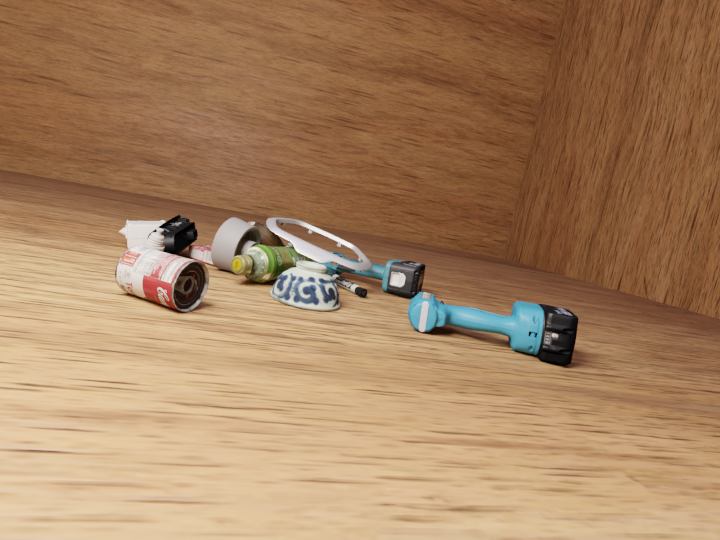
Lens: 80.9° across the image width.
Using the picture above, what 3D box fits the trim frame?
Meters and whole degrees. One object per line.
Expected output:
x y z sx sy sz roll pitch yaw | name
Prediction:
-0.089 -0.058 0.908 0.250 0.027 0.184 26 16 1 | trim frame

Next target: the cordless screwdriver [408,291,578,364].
0.207 0.079 0.705 0.255 0.074 0.156 9 7 12 | cordless screwdriver

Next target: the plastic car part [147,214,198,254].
-0.376 -0.066 0.868 0.067 0.065 0.206 2 16 -2 | plastic car part

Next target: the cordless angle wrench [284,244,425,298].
-0.065 -0.018 1.019 0.439 0.074 0.095 12 7 22 | cordless angle wrench
